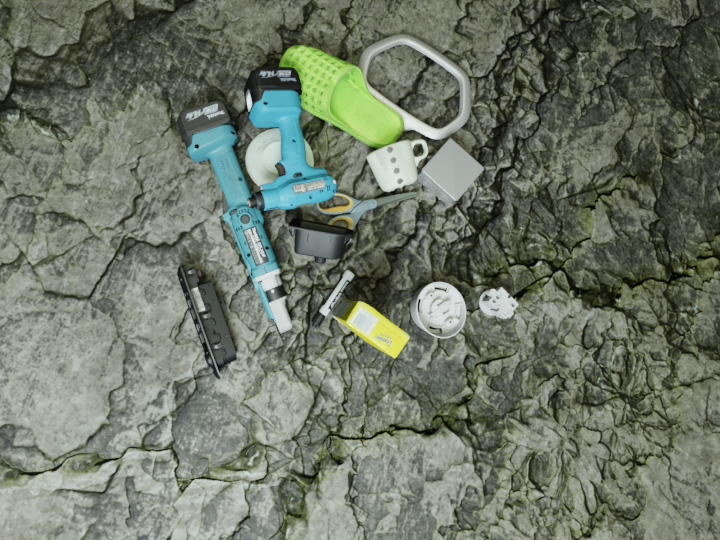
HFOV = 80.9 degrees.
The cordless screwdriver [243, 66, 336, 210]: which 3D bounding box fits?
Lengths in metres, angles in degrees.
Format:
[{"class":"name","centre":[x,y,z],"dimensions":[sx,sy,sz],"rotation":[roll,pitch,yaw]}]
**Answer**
[{"class":"cordless screwdriver","centre":[-0.151,-0.228,0.748],"dimensions":[0.155,0.076,0.251],"rotation":[-16,85,-24]}]

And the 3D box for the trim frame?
[{"class":"trim frame","centre":[0.108,-0.367,0.845],"dimensions":[0.247,0.028,0.184],"rotation":[33,80,-3]}]

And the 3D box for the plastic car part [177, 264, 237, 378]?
[{"class":"plastic car part","centre":[-0.266,0.086,0.741],"dimensions":[0.064,0.068,0.205],"rotation":[-13,83,-35]}]

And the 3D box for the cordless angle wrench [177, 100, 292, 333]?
[{"class":"cordless angle wrench","centre":[-0.209,-0.090,0.761],"dimensions":[0.097,0.075,0.424],"rotation":[-22,88,-9]}]

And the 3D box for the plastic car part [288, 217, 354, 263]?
[{"class":"plastic car part","centre":[-0.075,-0.049,0.768],"dimensions":[0.117,0.066,0.070],"rotation":[14,109,1]}]
